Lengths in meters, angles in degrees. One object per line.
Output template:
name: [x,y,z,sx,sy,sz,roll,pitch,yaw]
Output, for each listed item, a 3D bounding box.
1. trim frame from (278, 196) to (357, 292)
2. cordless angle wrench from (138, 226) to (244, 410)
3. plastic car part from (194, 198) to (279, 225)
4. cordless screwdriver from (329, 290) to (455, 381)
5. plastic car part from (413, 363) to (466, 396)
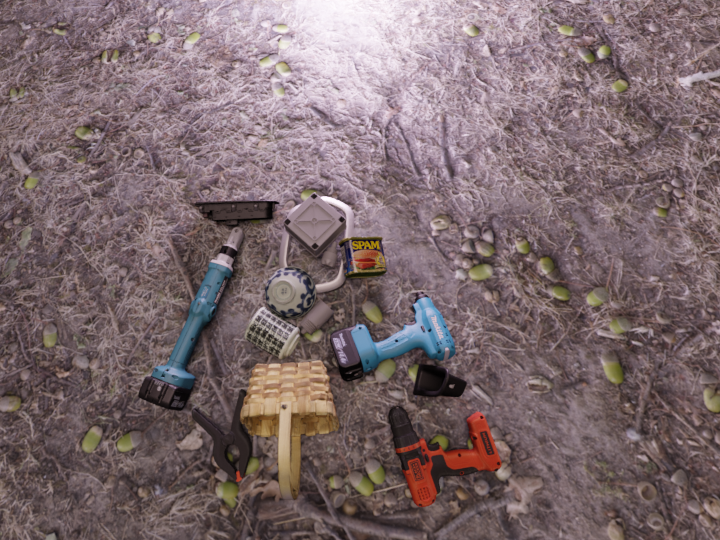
trim frame: [-0.099,-0.065,1.017,0.186,0.027,0.252,5,69,6]
cordless angle wrench: [-0.353,0.087,0.948,0.076,0.095,0.427,14,69,8]
plastic car part: [-0.300,-0.146,1.040,0.203,0.065,0.068,-6,81,1]
cordless screwdriver: [0.058,0.136,0.907,0.248,0.071,0.166,-14,51,-3]
plastic car part: [0.169,0.232,0.857,0.069,0.119,0.066,22,72,-18]
